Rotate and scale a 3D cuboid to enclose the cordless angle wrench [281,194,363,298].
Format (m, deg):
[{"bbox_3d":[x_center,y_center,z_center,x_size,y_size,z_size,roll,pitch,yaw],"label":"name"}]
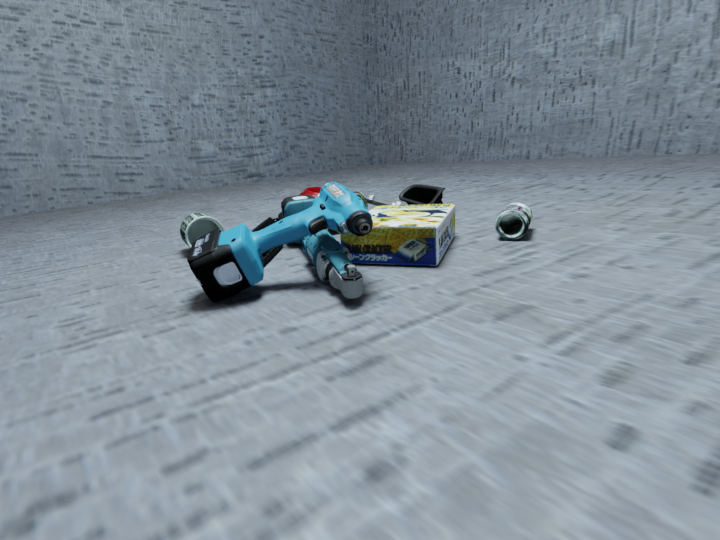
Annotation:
[{"bbox_3d":[-0.069,-0.045,0.709,0.073,0.096,0.440,-9,21,-14],"label":"cordless angle wrench"}]

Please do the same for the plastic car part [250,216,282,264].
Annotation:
[{"bbox_3d":[-0.196,-0.045,0.774,0.067,0.065,0.206,-14,16,4],"label":"plastic car part"}]

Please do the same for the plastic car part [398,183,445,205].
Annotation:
[{"bbox_3d":[0.160,-0.169,1.053,0.066,0.067,0.123,-51,36,-12],"label":"plastic car part"}]

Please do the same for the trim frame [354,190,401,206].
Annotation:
[{"bbox_3d":[0.074,-0.153,0.998,0.180,0.027,0.256,13,11,-15],"label":"trim frame"}]

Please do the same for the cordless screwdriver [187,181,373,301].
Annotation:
[{"bbox_3d":[-0.108,-0.040,0.581,0.248,0.071,0.166,-26,28,-5],"label":"cordless screwdriver"}]
